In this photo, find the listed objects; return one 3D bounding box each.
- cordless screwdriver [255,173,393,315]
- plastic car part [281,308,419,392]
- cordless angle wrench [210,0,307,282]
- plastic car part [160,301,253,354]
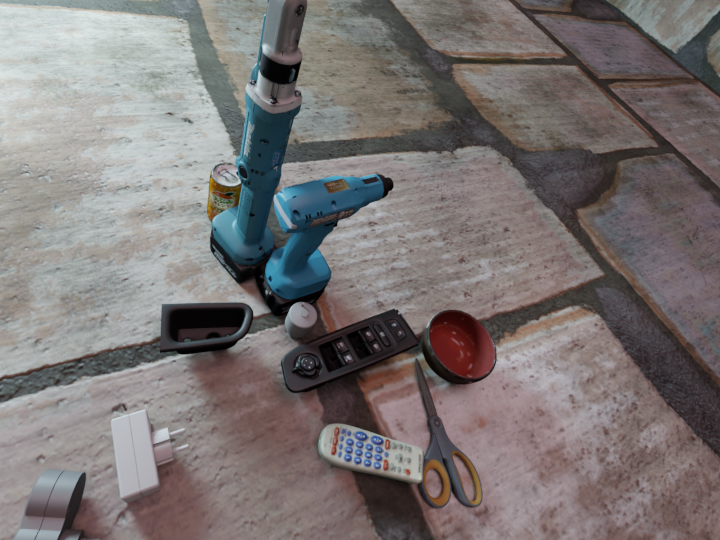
[{"bbox_3d":[-0.058,-0.038,0.590,0.154,0.247,0.077,-19,67,-31],"label":"cordless screwdriver"},{"bbox_3d":[-0.022,0.119,0.603,0.197,0.066,0.069,-16,64,-27],"label":"plastic car part"},{"bbox_3d":[-0.126,-0.132,0.526,0.073,0.420,0.101,-33,75,-35],"label":"cordless angle wrench"},{"bbox_3d":[-0.205,0.084,0.568,0.113,0.070,0.068,-1,57,-19],"label":"plastic car part"}]
